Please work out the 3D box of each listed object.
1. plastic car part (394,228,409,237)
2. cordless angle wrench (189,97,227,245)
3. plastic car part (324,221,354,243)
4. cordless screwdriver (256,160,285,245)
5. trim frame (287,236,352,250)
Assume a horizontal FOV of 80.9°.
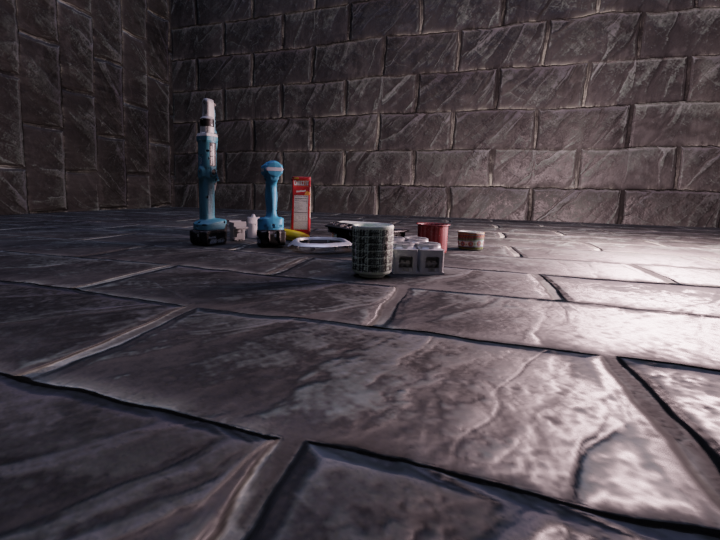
[{"bbox_3d":[0.081,-0.079,1.138,0.069,0.070,0.113,6,11,24],"label":"plastic car part"},{"bbox_3d":[-0.447,-0.286,1.241,0.078,0.419,0.094,6,8,29],"label":"cordless angle wrench"},{"bbox_3d":[-0.014,-0.112,1.312,0.213,0.066,0.064,8,11,34],"label":"plastic car part"},{"bbox_3d":[-0.271,-0.199,1.260,0.072,0.247,0.165,-1,9,-21],"label":"cordless screwdriver"},{"bbox_3d":[-0.120,-0.079,1.231,0.182,0.027,0.254,-1,11,-9],"label":"trim frame"}]
